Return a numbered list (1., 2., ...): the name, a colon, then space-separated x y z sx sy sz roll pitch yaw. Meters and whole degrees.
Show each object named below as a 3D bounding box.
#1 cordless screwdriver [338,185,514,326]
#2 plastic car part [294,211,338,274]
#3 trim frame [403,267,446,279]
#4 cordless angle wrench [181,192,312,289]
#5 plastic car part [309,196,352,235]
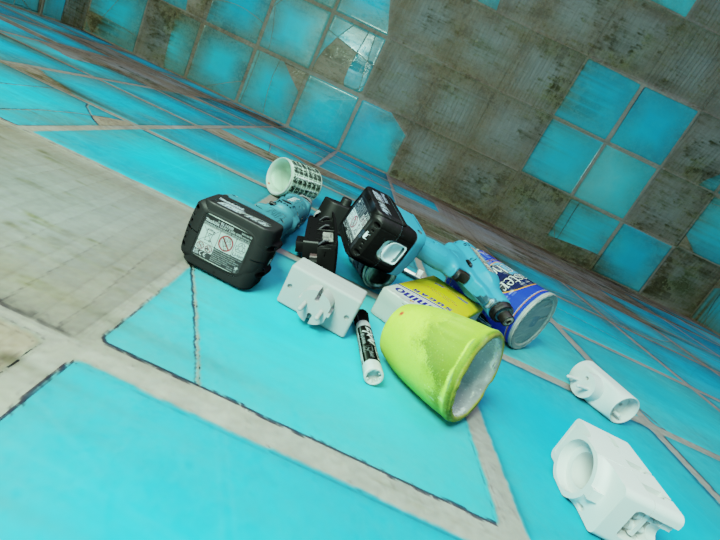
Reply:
1. cordless screwdriver: 0.097 -0.012 0.576 0.237 0.074 0.166 21 29 -29
2. plastic car part: -0.061 -0.040 0.629 0.067 0.065 0.206 -1 21 1
3. trim frame: 0.115 -0.024 0.864 0.180 0.027 0.255 20 20 -12
4. cordless angle wrench: -0.124 -0.080 0.636 0.098 0.074 0.424 26 15 -2
5. plastic car part: -0.033 -0.106 0.826 0.113 0.071 0.068 23 16 -18
